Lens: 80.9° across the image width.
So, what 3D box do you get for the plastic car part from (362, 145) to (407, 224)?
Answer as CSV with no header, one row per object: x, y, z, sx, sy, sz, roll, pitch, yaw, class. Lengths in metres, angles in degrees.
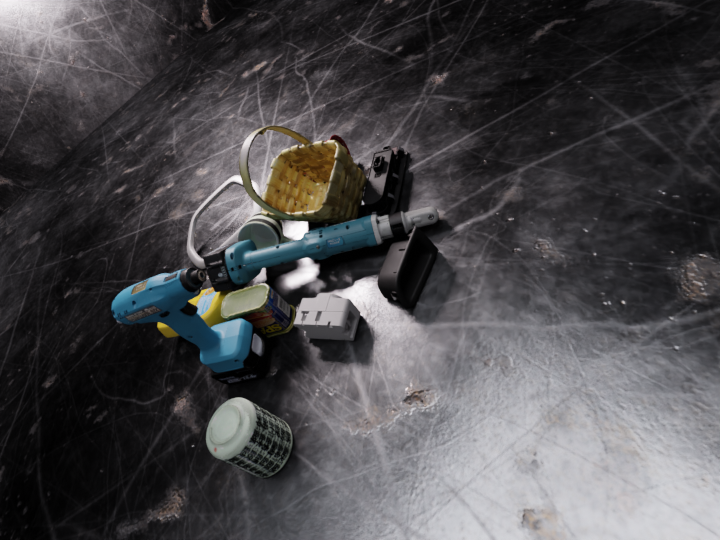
0.044,-0.174,0.813,0.069,0.063,0.207,-3,56,22,plastic car part

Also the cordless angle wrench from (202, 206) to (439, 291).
-0.074,-0.048,0.756,0.431,0.073,0.098,-13,13,14,cordless angle wrench

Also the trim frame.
-0.316,-0.111,0.971,0.251,0.026,0.193,-38,57,16,trim frame

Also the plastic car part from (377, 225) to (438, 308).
0.062,-0.003,0.664,0.074,0.063,0.117,2,58,52,plastic car part

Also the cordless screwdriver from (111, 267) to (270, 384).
-0.227,0.084,0.640,0.163,0.235,0.076,-20,45,24,cordless screwdriver
